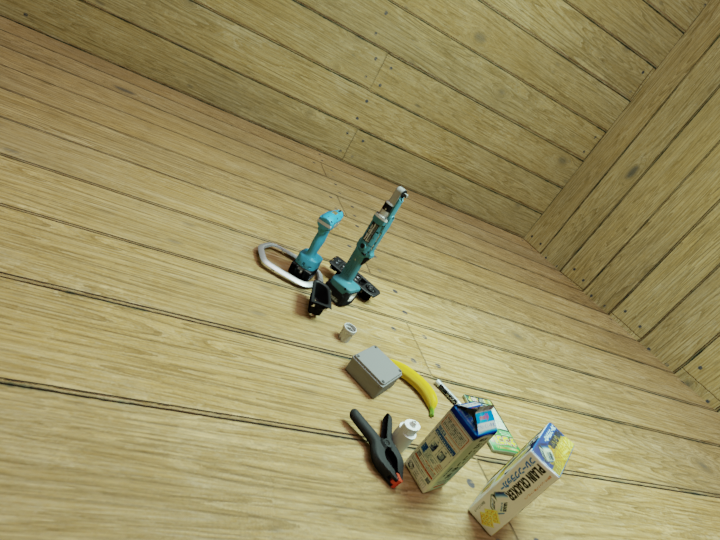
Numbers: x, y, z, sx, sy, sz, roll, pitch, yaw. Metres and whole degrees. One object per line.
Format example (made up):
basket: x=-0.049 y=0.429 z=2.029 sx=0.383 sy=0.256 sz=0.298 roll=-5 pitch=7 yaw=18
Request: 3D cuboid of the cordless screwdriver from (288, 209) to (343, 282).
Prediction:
cordless screwdriver: x=-0.135 y=-0.088 z=1.377 sx=0.075 sy=0.248 sz=0.157 roll=33 pitch=24 yaw=5

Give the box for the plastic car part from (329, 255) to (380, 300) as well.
plastic car part: x=-0.028 y=0.037 z=1.466 sx=0.208 sy=0.067 sz=0.065 roll=35 pitch=25 yaw=13

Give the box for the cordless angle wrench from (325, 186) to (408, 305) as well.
cordless angle wrench: x=0.020 y=-0.075 z=1.305 sx=0.103 sy=0.422 sz=0.071 roll=44 pitch=27 yaw=26

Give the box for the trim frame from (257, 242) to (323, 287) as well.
trim frame: x=-0.233 y=-0.018 z=1.405 sx=0.249 sy=0.027 sz=0.185 roll=28 pitch=25 yaw=-1

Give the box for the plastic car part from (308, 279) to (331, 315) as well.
plastic car part: x=-0.128 y=0.089 z=1.255 sx=0.064 sy=0.071 sz=0.120 roll=23 pitch=25 yaw=-16
